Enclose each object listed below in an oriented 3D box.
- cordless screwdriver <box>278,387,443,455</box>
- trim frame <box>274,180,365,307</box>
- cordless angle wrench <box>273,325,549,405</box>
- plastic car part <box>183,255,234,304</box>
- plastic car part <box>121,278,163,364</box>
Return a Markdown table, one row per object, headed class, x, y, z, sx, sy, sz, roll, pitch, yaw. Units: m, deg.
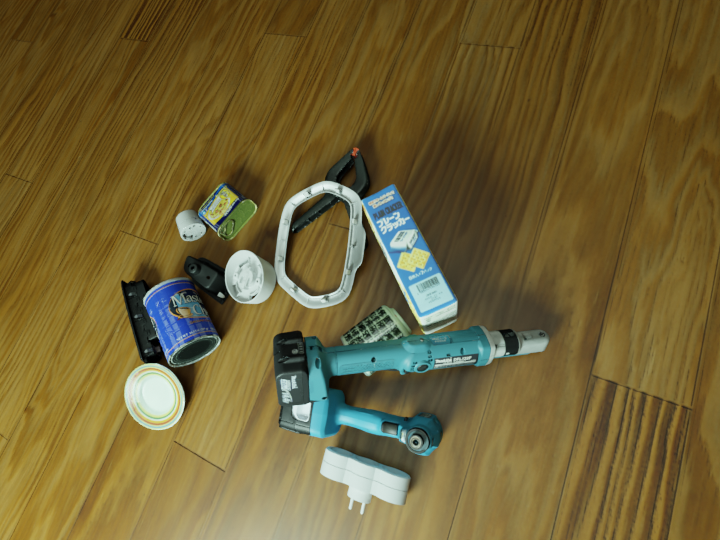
| class | x | y | z | sx | sy | sz | roll | pitch | yaw |
| --- | --- | --- | --- | --- | --- | --- | --- | --- | --- |
| cordless screwdriver | -0.006 | 0.229 | 0.646 | 0.257 | 0.152 | 0.075 | 5 | 77 | 19 |
| trim frame | -0.080 | -0.052 | 0.815 | 0.190 | 0.026 | 0.250 | 6 | 83 | 20 |
| cordless angle wrench | 0.083 | 0.126 | 0.637 | 0.419 | 0.095 | 0.077 | -6 | 40 | -6 |
| plastic car part | -0.320 | 0.008 | 0.868 | 0.121 | 0.068 | 0.066 | 29 | 80 | 20 |
| plastic car part | -0.450 | 0.096 | 0.881 | 0.067 | 0.064 | 0.211 | -32 | 65 | -8 |
